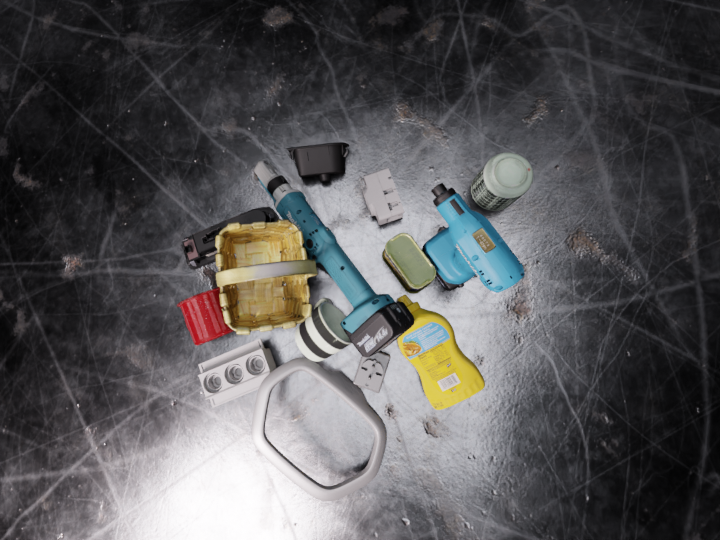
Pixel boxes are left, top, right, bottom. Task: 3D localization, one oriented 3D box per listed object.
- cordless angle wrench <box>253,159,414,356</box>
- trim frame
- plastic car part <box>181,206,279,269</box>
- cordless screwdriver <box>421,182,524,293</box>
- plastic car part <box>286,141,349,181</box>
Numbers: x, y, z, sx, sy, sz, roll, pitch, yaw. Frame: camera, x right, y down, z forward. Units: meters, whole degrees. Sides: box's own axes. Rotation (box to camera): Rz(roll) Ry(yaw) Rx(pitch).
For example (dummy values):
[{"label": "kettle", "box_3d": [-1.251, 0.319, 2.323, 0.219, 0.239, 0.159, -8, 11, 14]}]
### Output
[{"label": "cordless angle wrench", "box_3d": [-0.074, -0.049, 0.761, 0.438, 0.071, 0.098, 53, 124, 20]}, {"label": "trim frame", "box_3d": [-0.068, 0.263, 0.712, 0.249, 0.027, 0.183, 38, 72, 1]}, {"label": "plastic car part", "box_3d": [-0.254, -0.072, 0.811, 0.203, 0.065, 0.068, -21, 74, 1]}, {"label": "cordless screwdriver", "box_3d": [0.146, -0.043, 0.652, 0.074, 0.246, 0.161, -35, 87, -1]}, {"label": "plastic car part", "box_3d": [-0.078, -0.205, 0.812, 0.117, 0.066, 0.070, -2, 97, 3]}]
